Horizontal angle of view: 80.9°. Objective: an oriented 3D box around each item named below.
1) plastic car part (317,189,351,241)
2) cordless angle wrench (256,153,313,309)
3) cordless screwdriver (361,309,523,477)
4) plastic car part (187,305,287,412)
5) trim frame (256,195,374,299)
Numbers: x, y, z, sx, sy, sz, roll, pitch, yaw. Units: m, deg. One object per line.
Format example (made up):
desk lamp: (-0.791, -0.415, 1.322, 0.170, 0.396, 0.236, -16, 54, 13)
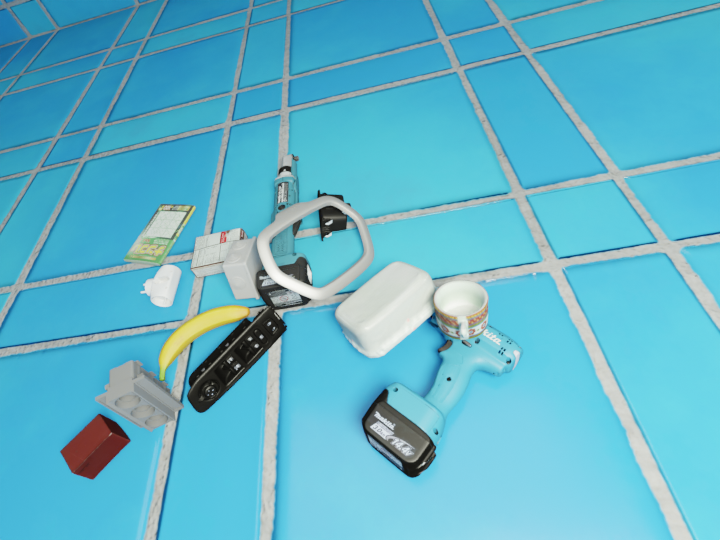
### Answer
plastic car part: (-0.055, -0.126, 0.889, 0.070, 0.064, 0.120, -1, 49, -5)
cordless angle wrench: (-0.159, -0.115, 0.903, 0.099, 0.071, 0.438, -12, 49, 6)
cordless screwdriver: (0.098, 0.154, 0.617, 0.246, 0.071, 0.168, -42, 53, -21)
plastic car part: (-0.222, 0.145, 0.726, 0.071, 0.063, 0.202, 21, 61, 39)
trim frame: (-0.076, -0.050, 0.775, 0.186, 0.028, 0.244, 48, 54, 6)
